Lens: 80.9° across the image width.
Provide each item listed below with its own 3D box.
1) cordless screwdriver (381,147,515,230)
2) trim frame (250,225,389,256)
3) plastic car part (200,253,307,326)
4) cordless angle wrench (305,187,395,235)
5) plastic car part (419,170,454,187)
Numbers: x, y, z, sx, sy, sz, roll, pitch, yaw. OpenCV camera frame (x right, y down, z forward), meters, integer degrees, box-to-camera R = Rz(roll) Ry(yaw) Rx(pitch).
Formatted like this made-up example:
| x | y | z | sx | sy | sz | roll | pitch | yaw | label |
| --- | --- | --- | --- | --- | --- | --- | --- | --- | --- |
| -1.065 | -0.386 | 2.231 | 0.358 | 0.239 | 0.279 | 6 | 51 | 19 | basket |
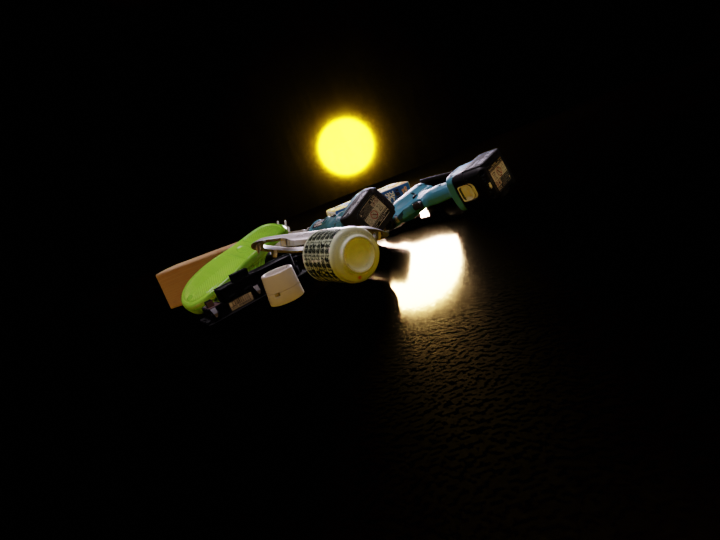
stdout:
| x | y | z | sx | sy | sz | roll | pitch | yaw | label |
| --- | --- | --- | --- | --- | --- | --- | --- | --- | --- |
| 0.155 | -0.142 | 0.823 | 0.157 | 0.073 | 0.258 | -41 | 17 | -31 | cordless screwdriver |
| -0.074 | -0.048 | 0.754 | 0.252 | 0.028 | 0.180 | -4 | -7 | 8 | trim frame |
| -0.183 | 0.024 | 0.727 | 0.197 | 0.067 | 0.068 | -26 | 4 | -30 | plastic car part |
| -0.063 | -0.105 | 1.003 | 0.098 | 0.072 | 0.436 | -54 | 18 | -15 | cordless angle wrench |
| 0.211 | -0.198 | 1.002 | 0.120 | 0.066 | 0.068 | -12 | -1 | 27 | plastic car part |
